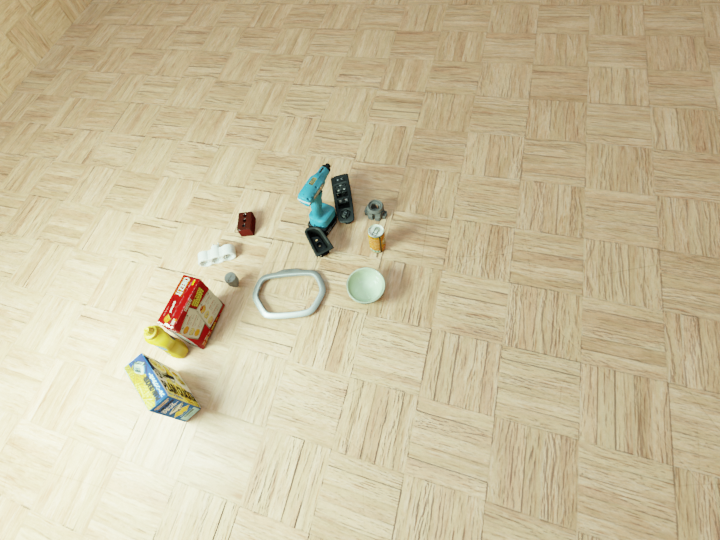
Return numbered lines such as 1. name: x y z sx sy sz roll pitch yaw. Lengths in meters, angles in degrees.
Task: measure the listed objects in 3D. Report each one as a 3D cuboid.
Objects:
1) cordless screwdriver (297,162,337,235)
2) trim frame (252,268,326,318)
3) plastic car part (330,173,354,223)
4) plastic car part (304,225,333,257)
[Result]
1. cordless screwdriver: -0.131 -0.235 1.426 0.077 0.239 0.159 23 68 18
2. trim frame: -0.237 0.073 1.402 0.251 0.026 0.190 -7 61 7
3. plastic car part: -0.061 -0.248 1.520 0.067 0.064 0.210 -11 60 3
4. plastic car part: -0.142 -0.093 1.449 0.065 0.068 0.122 -28 61 -7
